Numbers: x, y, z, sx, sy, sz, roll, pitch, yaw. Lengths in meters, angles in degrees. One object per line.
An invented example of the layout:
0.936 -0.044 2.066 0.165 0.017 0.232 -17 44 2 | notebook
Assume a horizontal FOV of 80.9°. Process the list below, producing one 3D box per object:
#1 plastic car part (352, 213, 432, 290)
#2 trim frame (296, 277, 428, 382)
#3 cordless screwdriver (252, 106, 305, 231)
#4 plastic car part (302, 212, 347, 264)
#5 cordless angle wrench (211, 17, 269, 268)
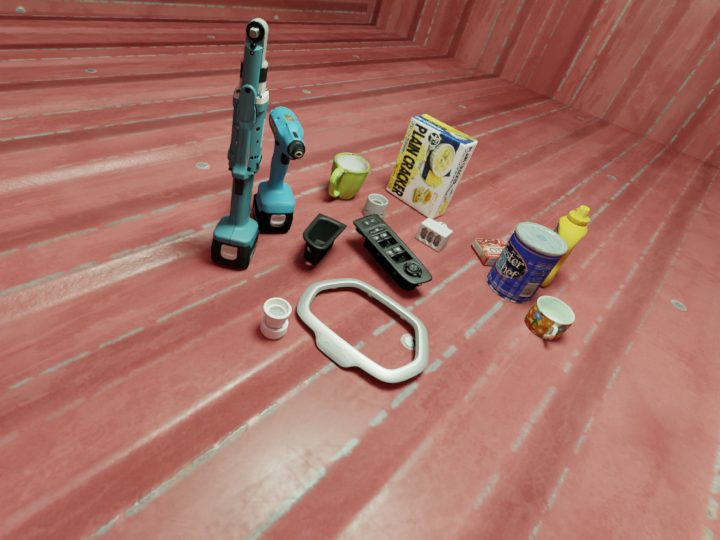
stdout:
0.060 -0.032 0.873 0.064 0.066 0.214 -15 48 -34 | plastic car part
0.004 0.094 0.734 0.259 0.027 0.180 34 42 22 | trim frame
-0.158 -0.181 0.842 0.072 0.245 0.167 -1 42 -24 | cordless screwdriver
-0.083 -0.055 0.853 0.067 0.070 0.116 23 39 8 | plastic car part
-0.193 -0.187 0.702 0.074 0.416 0.100 14 38 -6 | cordless angle wrench
